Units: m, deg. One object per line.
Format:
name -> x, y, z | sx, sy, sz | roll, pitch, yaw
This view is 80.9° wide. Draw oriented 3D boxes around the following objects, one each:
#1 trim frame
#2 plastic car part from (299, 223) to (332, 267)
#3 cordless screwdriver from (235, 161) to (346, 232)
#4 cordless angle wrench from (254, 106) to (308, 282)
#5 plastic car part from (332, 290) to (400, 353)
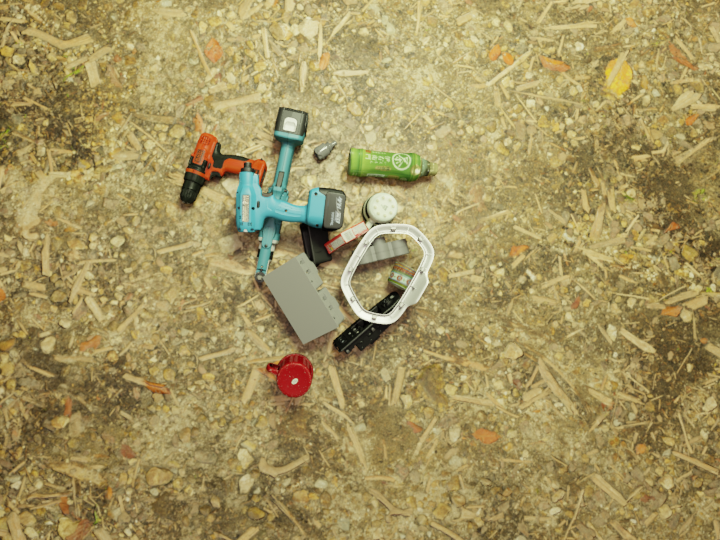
trim frame -> 0.064, 0.005, 0.991 | 0.188, 0.027, 0.248 | 31, 89, 10
plastic car part -> -0.102, -0.067, 1.043 | 0.069, 0.068, 0.116 | -14, 91, -20
cordless screwdriver -> -0.159, -0.164, 0.964 | 0.248, 0.075, 0.158 | 1, 94, -2
cordless angle wrench -> -0.204, -0.179, 1.035 | 0.074, 0.099, 0.423 | 12, 90, -5
plastic car part -> 0.030, 0.134, 1.028 | 0.202, 0.068, 0.066 | -44, 102, -5
